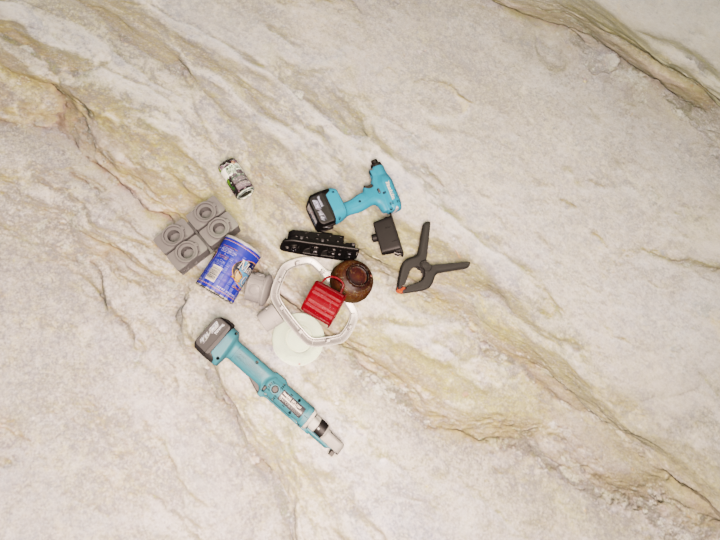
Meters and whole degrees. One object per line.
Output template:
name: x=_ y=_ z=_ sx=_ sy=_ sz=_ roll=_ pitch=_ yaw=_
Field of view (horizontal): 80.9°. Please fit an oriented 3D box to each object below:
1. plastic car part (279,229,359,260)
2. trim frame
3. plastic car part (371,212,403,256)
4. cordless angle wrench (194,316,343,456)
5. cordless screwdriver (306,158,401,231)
plastic car part: x=-0.107 y=-0.070 z=1.098 sx=0.201 sy=0.065 sz=0.068 roll=4 pitch=67 yaw=-5
trim frame: x=-0.114 y=0.076 z=1.066 sx=0.181 sy=0.027 sz=0.253 roll=-36 pitch=80 yaw=-24
plastic car part: x=0.067 y=-0.087 z=1.124 sx=0.071 sy=0.064 sz=0.119 roll=-19 pitch=76 yaw=3
cordless angle wrench: x=-0.205 y=0.278 z=0.997 sx=0.425 sy=0.074 sz=0.097 roll=41 pitch=75 yaw=3
cordless screwdriver: x=-0.025 y=-0.204 z=1.136 sx=0.244 sy=0.074 sz=0.162 roll=-18 pitch=78 yaw=-14
